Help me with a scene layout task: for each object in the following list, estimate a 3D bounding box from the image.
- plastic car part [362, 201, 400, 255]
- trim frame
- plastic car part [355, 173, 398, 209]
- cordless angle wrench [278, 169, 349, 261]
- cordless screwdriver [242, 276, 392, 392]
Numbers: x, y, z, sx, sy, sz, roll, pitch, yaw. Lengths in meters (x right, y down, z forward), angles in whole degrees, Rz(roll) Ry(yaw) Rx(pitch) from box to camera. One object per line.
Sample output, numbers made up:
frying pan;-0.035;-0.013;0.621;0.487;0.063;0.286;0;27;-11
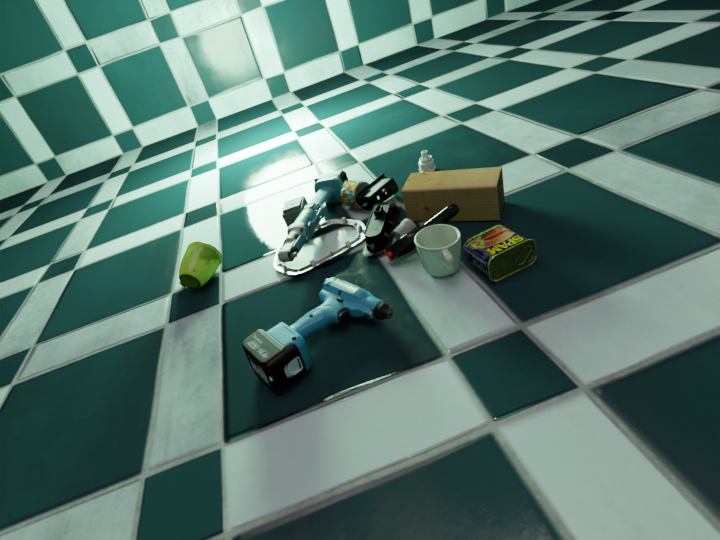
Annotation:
plastic car part;0.048;-0.109;0.995;0.068;0.064;0.205;1;41;15
trim frame;-0.101;-0.066;1.037;0.245;0.026;0.194;-28;36;-14
plastic car part;0.053;-0.201;1.097;0.115;0.064;0.074;-40;19;-26
cordless angle wrench;-0.121;-0.141;1.073;0.101;0.071;0.426;-7;31;19
cordless screwdriver;-0.072;0.108;0.745;0.168;0.071;0.244;19;46;42
